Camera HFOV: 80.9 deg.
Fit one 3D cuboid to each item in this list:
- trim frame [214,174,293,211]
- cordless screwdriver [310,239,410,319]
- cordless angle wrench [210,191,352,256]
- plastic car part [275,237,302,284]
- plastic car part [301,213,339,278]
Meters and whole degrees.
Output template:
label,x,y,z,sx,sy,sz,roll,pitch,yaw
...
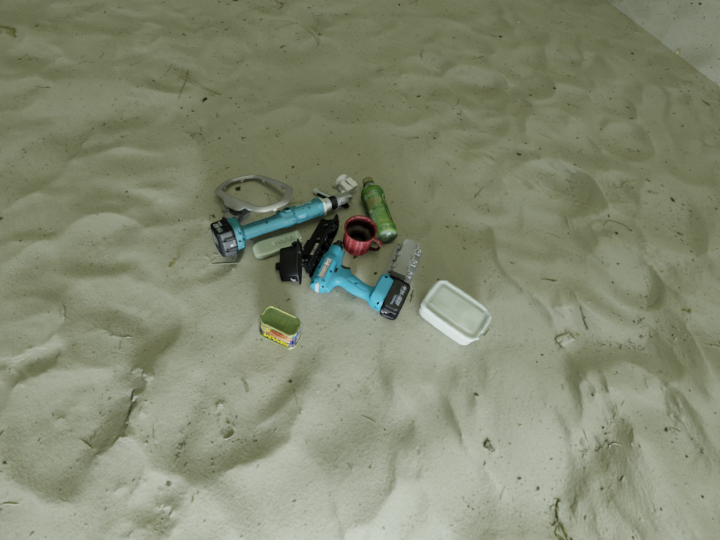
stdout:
label,x,y,z,sx,sy,sz,roll,pitch,yaw
trim frame,-0.311,-0.227,1.234,0.261,0.027,0.181,24,45,28
cordless screwdriver,0.007,0.020,1.122,0.254,0.072,0.160,21,62,11
cordless angle wrench,-0.206,-0.152,1.199,0.414,0.072,0.103,-22,36,-21
plastic car part,-0.194,-0.020,1.142,0.072,0.063,0.119,-3,60,7
plastic car part,-0.116,-0.076,1.185,0.070,0.063,0.203,12,55,27
